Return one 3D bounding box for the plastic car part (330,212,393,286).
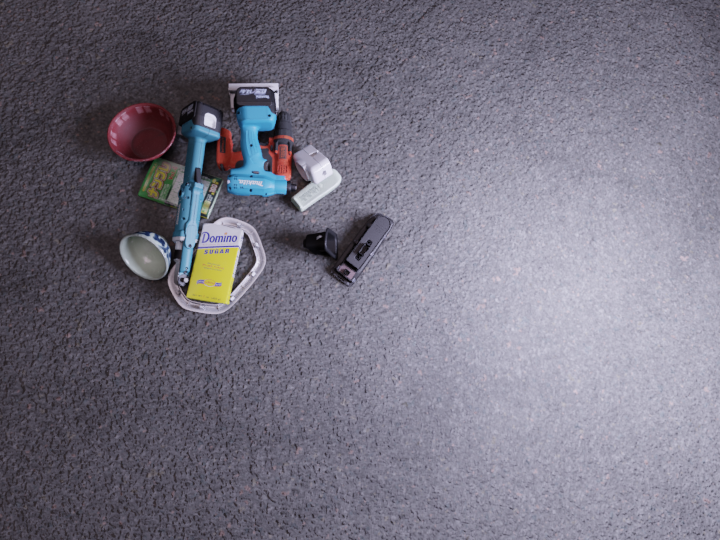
[{"bbox_3d":[0.011,-0.062,1.027,0.067,0.066,0.202,35,74,3],"label":"plastic car part"}]

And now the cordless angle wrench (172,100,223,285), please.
[{"bbox_3d":[-0.392,-0.175,0.980,0.070,0.102,0.426,12,78,-45],"label":"cordless angle wrench"}]

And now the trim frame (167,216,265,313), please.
[{"bbox_3d":[-0.339,-0.013,1.000,0.186,0.027,0.248,39,79,4],"label":"trim frame"}]

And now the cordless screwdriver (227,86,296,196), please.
[{"bbox_3d":[-0.227,-0.296,0.991,0.157,0.075,0.249,2,86,-9],"label":"cordless screwdriver"}]

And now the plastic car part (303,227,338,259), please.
[{"bbox_3d":[-0.097,-0.064,0.997,0.073,0.112,0.067,-4,81,14],"label":"plastic car part"}]
